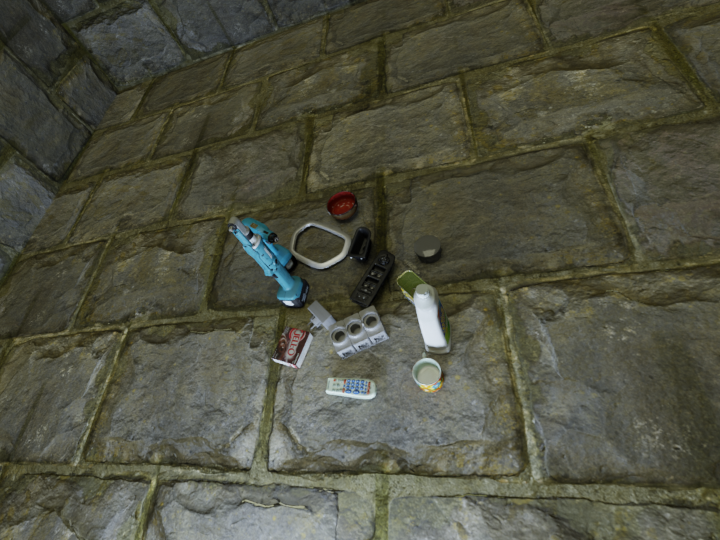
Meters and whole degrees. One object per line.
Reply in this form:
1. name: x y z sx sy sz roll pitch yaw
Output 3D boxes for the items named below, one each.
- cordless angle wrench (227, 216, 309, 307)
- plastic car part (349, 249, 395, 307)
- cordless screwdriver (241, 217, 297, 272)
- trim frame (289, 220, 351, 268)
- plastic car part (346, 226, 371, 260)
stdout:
1. cordless angle wrench: -0.273 -0.024 1.258 0.077 0.401 0.099 -1 56 22
2. plastic car part: 0.048 0.029 1.294 0.070 0.063 0.203 16 65 32
3. cordless screwdriver: -0.286 -0.071 1.405 0.168 0.236 0.074 26 69 35
4. trim frame: -0.146 -0.096 1.495 0.262 0.026 0.184 23 69 35
5. plastic car part: 0.009 -0.078 1.385 0.069 0.067 0.118 5 59 26
